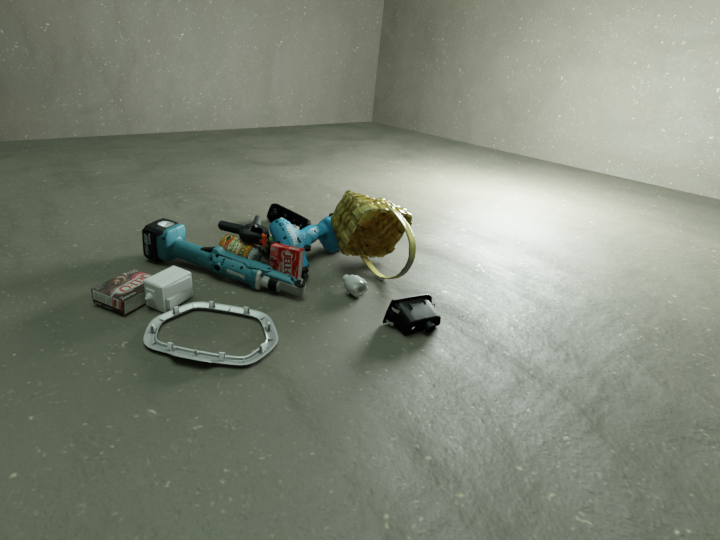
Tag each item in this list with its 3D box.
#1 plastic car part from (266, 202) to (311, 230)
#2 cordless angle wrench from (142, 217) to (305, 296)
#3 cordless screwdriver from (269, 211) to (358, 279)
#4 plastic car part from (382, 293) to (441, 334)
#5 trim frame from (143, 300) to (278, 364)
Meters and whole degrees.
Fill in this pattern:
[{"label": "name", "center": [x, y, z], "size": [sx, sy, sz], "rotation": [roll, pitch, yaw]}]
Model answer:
[{"label": "plastic car part", "center": [-0.210, -0.154, 1.277], "size": [0.064, 0.065, 0.215], "rotation": [-8, 27, -45]}, {"label": "cordless angle wrench", "center": [-0.318, -0.019, 0.981], "size": [0.438, 0.096, 0.073], "rotation": [18, 28, 18]}, {"label": "cordless screwdriver", "center": [-0.106, -0.069, 1.083], "size": [0.239, 0.075, 0.163], "rotation": [-17, 71, -47]}, {"label": "plastic car part", "center": [0.115, 0.093, 0.841], "size": [0.112, 0.065, 0.075], "rotation": [-6, 43, -27]}, {"label": "trim frame", "center": [-0.274, 0.111, 0.784], "size": [0.252, 0.027, 0.185], "rotation": [9, 28, 7]}]
